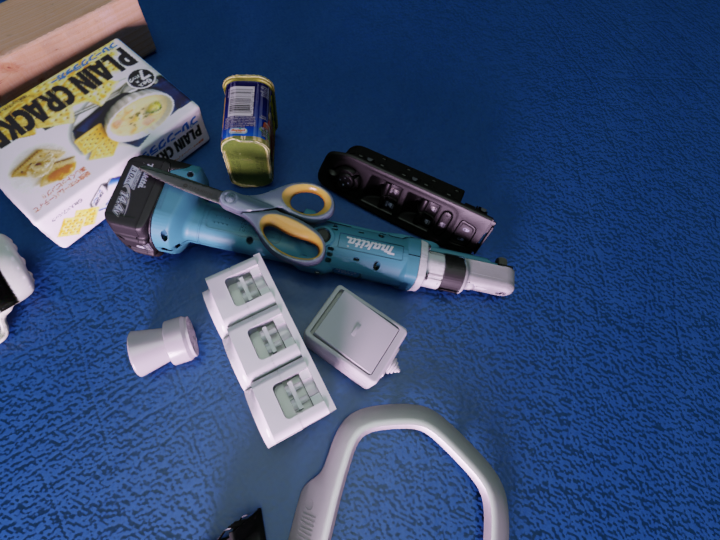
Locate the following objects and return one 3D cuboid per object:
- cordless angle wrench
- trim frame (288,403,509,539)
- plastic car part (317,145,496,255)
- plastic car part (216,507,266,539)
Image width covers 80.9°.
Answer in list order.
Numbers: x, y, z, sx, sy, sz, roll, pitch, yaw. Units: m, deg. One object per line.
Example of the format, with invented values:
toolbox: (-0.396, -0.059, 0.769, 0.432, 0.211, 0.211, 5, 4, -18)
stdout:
cordless angle wrench: (-0.044, -0.029, 0.453, 0.423, 0.073, 0.099, 12, 67, 0)
trim frame: (0.031, 0.243, 0.358, 0.185, 0.027, 0.251, 14, 68, 3)
plastic car part: (0.050, -0.092, 0.486, 0.206, 0.065, 0.067, 23, 58, 7)
plastic car part: (-0.106, 0.264, 0.330, 0.071, 0.064, 0.119, -14, 71, 6)
